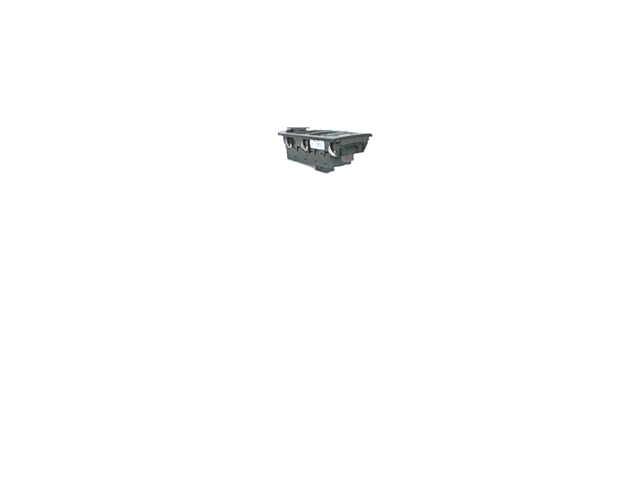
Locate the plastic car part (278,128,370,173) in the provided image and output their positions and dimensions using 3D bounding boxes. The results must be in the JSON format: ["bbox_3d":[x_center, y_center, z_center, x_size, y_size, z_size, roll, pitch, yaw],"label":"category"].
[{"bbox_3d":[-0.002,-0.143,0.656,0.066,0.067,0.204,-22,29,-21],"label":"plastic car part"}]
